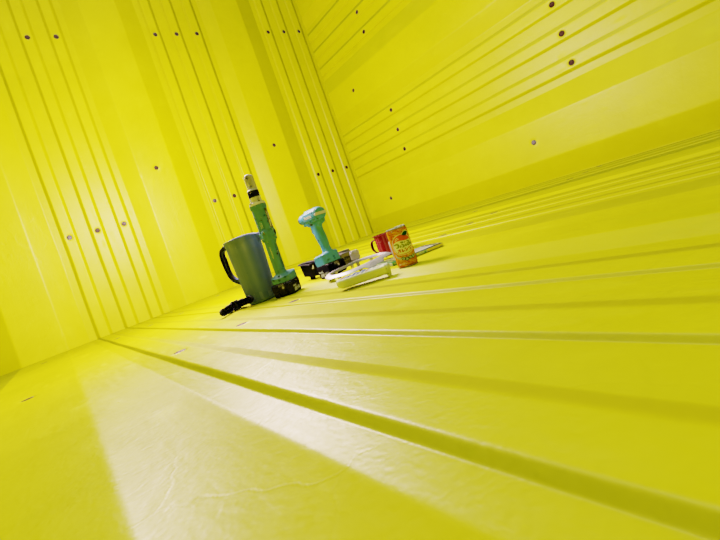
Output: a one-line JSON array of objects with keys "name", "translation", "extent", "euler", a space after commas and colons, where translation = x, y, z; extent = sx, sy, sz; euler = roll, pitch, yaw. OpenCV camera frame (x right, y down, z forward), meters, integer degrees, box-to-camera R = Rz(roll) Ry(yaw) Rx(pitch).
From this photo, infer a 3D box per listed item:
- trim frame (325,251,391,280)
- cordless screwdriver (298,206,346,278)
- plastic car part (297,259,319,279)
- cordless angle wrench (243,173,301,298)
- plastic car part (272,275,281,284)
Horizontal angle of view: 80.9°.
[{"name": "trim frame", "translation": [-0.007, -0.013, 1.376], "extent": [0.241, 0.027, 0.191], "euler": [-24, 8, -37]}, {"name": "cordless screwdriver", "translation": [-0.147, -0.096, 1.508], "extent": [0.072, 0.248, 0.165], "euler": [-20, 3, -33]}, {"name": "plastic car part", "translation": [-0.187, -0.001, 1.617], "extent": [0.064, 0.070, 0.121], "euler": [-22, 5, -33]}, {"name": "cordless angle wrench", "translation": [-0.309, -0.121, 1.413], "extent": [0.076, 0.422, 0.096], "euler": [-19, 1, 13]}, {"name": "plastic car part", "translation": [-0.337, 0.055, 1.606], "extent": [0.210, 0.067, 0.064], "euler": [-16, 5, 32]}]
